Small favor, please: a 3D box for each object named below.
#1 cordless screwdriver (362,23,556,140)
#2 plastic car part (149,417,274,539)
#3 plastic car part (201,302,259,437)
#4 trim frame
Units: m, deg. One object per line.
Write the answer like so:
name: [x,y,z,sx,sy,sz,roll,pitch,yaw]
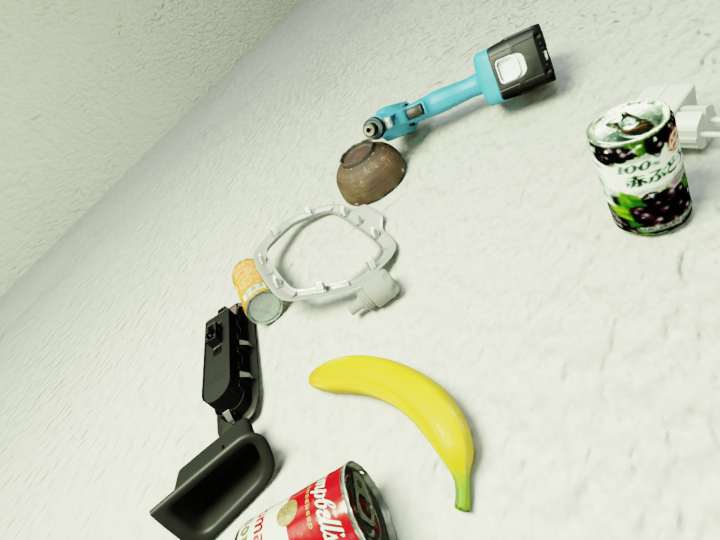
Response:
cordless screwdriver: [0.127,-0.245,0.591,0.258,0.073,0.156,-13,17,34]
plastic car part: [-0.139,0.198,0.421,0.116,0.064,0.074,-43,21,-9]
plastic car part: [-0.168,0.107,0.538,0.066,0.064,0.213,-28,39,1]
trim frame: [-0.058,-0.038,0.590,0.182,0.026,0.261,-29,32,-11]
